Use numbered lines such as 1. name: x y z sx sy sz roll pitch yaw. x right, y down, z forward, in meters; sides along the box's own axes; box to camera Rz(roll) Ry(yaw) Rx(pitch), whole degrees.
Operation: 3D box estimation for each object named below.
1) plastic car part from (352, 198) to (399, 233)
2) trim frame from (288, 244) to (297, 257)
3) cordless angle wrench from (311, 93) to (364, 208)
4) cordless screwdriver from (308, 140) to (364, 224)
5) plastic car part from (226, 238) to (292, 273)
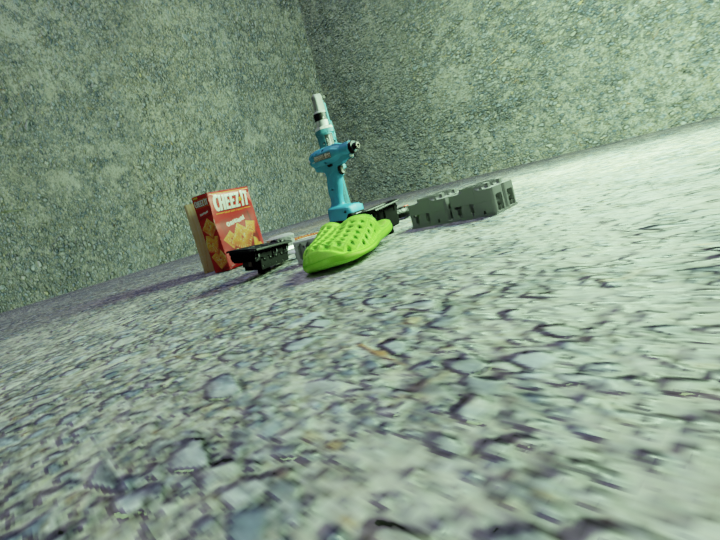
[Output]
1. plastic car part: 0.050 -0.112 0.930 0.069 0.070 0.113 -8 12 45
2. trim frame: -0.101 -0.066 1.029 0.250 0.027 0.185 -15 10 5
3. cordless angle wrench: -0.081 -0.323 1.278 0.096 0.419 0.077 -17 6 -20
4. cordless screwdriver: -0.042 -0.216 1.130 0.166 0.246 0.072 -9 8 41
5. plastic car part: -0.194 -0.032 0.878 0.068 0.066 0.200 -13 10 17
